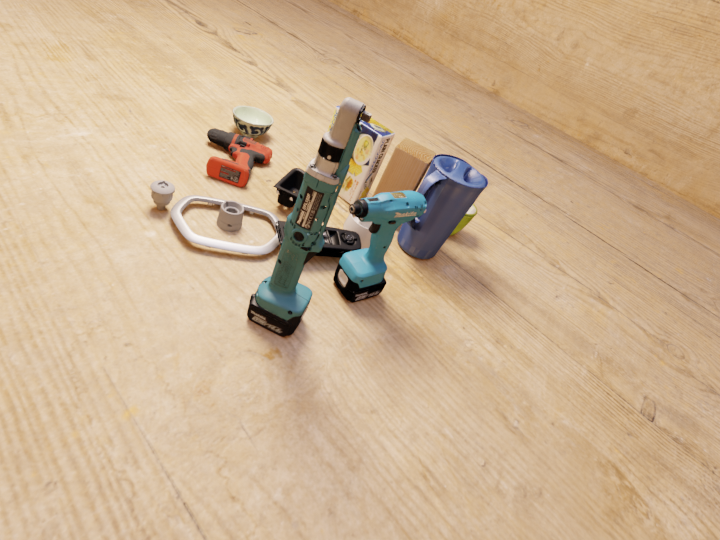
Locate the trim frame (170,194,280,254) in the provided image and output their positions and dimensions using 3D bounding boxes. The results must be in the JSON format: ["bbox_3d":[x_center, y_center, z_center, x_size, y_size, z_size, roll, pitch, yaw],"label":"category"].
[{"bbox_3d":[-0.282,-0.102,0.915,0.241,0.027,0.192,8,41,-17],"label":"trim frame"}]

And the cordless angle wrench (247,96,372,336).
[{"bbox_3d":[-0.083,-0.063,0.648,0.099,0.419,0.074,28,38,2],"label":"cordless angle wrench"}]

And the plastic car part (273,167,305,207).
[{"bbox_3d":[-0.168,-0.196,1.044,0.066,0.070,0.117,25,38,1],"label":"plastic car part"}]

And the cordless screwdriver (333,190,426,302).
[{"bbox_3d":[0.012,-0.045,0.810,0.153,0.246,0.078,-9,50,-36],"label":"cordless screwdriver"}]

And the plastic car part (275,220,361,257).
[{"bbox_3d":[-0.090,-0.059,0.923,0.195,0.066,0.069,1,44,-25],"label":"plastic car part"}]
